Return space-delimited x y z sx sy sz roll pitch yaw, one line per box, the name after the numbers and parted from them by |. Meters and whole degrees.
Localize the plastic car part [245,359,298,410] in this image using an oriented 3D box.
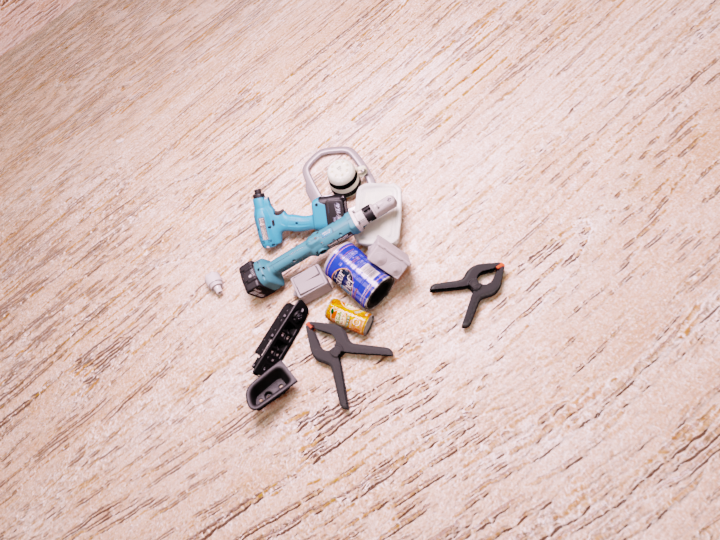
-0.206 0.273 0.963 0.115 0.068 0.069 -36 62 -20 | plastic car part

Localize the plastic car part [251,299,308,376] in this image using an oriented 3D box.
-0.196 0.159 1.022 0.071 0.063 0.203 21 74 48 | plastic car part

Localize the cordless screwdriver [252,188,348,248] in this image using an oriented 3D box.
-0.160 -0.155 1.106 0.253 0.074 0.157 -9 100 13 | cordless screwdriver

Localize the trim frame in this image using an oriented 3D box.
-0.066 -0.252 1.183 0.184 0.026 0.259 -30 64 0 | trim frame

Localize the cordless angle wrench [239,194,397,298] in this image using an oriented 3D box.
-0.101 -0.066 1.032 0.428 0.093 0.077 -29 66 12 | cordless angle wrench
